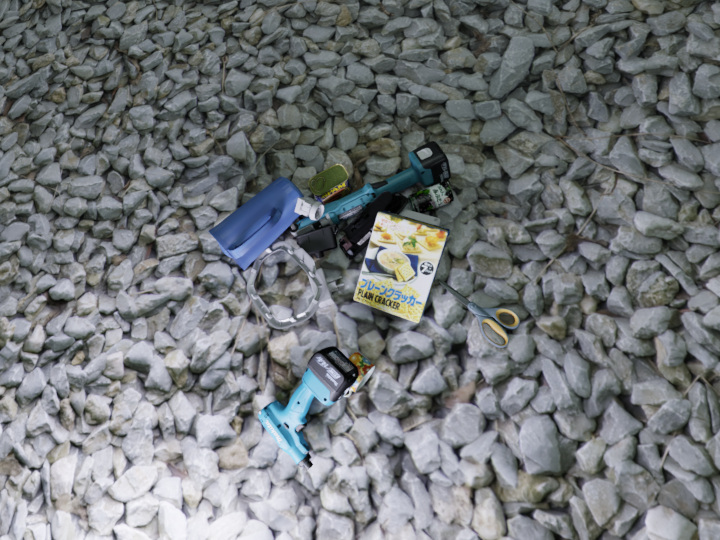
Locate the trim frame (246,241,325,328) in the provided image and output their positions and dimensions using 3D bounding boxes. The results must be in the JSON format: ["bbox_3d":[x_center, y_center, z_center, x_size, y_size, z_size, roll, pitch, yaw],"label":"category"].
[{"bbox_3d":[-0.188,0.029,1.029,0.184,0.026,0.263,-47,52,1],"label":"trim frame"}]

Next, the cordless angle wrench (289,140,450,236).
[{"bbox_3d":[0.014,-0.186,1.069,0.426,0.093,0.078,-25,56,7],"label":"cordless angle wrench"}]

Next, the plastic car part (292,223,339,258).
[{"bbox_3d":[-0.104,-0.068,1.066,0.117,0.065,0.072,-20,85,7],"label":"plastic car part"}]

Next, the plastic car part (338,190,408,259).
[{"bbox_3d":[0.021,-0.121,1.023,0.204,0.063,0.070,-40,45,11],"label":"plastic car part"}]

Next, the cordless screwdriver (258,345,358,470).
[{"bbox_3d":[-0.099,0.292,0.896,0.165,0.071,0.249,46,108,20],"label":"cordless screwdriver"}]
